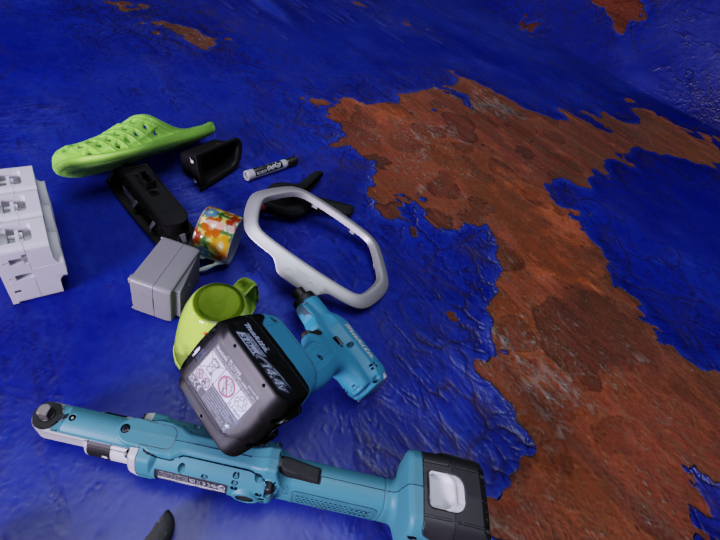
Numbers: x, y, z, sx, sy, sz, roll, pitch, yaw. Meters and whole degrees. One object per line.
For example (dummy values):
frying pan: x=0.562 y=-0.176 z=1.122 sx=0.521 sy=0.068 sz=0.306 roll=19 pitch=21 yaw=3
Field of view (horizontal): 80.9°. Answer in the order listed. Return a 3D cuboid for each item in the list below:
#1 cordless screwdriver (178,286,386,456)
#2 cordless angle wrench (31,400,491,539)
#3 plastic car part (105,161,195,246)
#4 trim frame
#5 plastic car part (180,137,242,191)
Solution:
cordless screwdriver: x=-0.074 y=0.079 z=0.443 sx=0.166 sy=0.075 sz=0.238 roll=48 pitch=16 yaw=21
cordless angle wrench: x=-0.101 y=0.187 z=0.401 sx=0.424 sy=0.096 sz=0.076 roll=12 pitch=45 yaw=1
plastic car part: x=-0.310 y=-0.106 z=0.637 sx=0.064 sy=0.066 sz=0.211 roll=-21 pitch=59 yaw=-43
trim frame: x=-0.062 y=-0.041 z=0.636 sx=0.246 sy=0.028 sz=0.185 roll=34 pitch=40 yaw=-6
plastic car part: x=-0.269 y=-0.198 z=0.743 sx=0.073 sy=0.064 sz=0.116 roll=17 pitch=39 yaw=17
